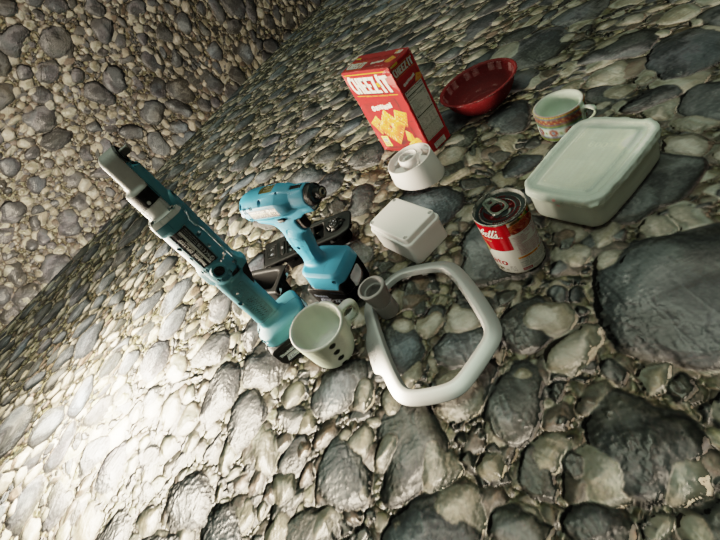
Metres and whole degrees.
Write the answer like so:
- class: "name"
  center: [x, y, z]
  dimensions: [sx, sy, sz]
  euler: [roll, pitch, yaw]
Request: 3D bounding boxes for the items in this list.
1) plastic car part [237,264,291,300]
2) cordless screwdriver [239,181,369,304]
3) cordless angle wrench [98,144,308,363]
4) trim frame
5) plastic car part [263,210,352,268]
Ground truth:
- class: "plastic car part"
  center: [-0.183, 0.039, 0.831]
  dimensions: [0.121, 0.067, 0.067]
  euler: [-10, 44, 34]
- class: "cordless screwdriver"
  center: [-0.066, -0.043, 0.673]
  dimensions: [0.167, 0.236, 0.075]
  euler: [-3, 48, 40]
- class: "cordless angle wrench"
  center: [-0.209, -0.011, 0.625]
  dimensions: [0.098, 0.402, 0.078]
  euler: [-39, 34, 0]
- class: "trim frame"
  center: [0.087, 0.076, 0.594]
  dimensions: [0.186, 0.026, 0.259]
  euler: [-33, 37, 9]
- class: "plastic car part"
  center: [-0.099, -0.053, 0.857]
  dimensions: [0.206, 0.064, 0.068]
  euler: [-26, 38, 18]
